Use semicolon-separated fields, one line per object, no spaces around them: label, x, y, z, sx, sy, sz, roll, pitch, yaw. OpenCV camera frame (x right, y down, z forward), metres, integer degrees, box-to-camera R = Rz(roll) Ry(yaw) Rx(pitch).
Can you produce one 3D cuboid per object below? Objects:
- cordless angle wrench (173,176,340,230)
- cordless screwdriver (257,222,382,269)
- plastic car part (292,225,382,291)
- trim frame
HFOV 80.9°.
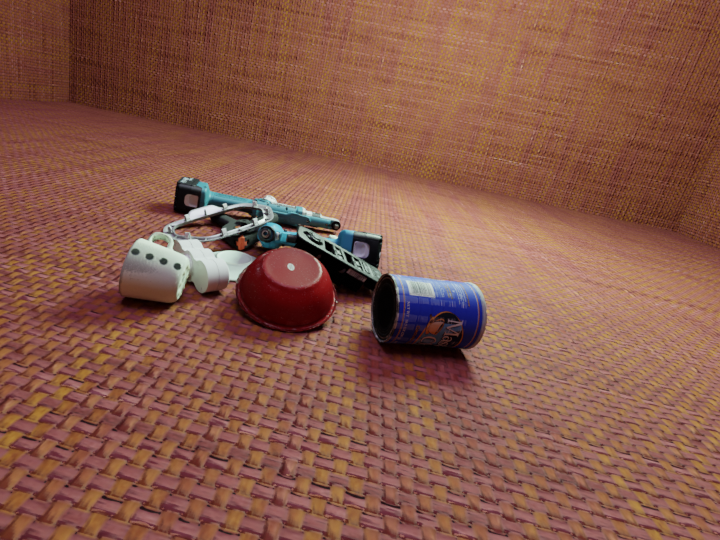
cordless angle wrench;-0.256;-0.157;1.091;0.415;0.073;0.101;10;19;-11
cordless screwdriver;-0.083;-0.054;0.846;0.249;0.074;0.159;9;1;-1
plastic car part;-0.046;-0.014;0.772;0.194;0.068;0.068;34;26;-25
trim frame;-0.304;-0.111;0.919;0.241;0.027;0.195;-28;34;-36
